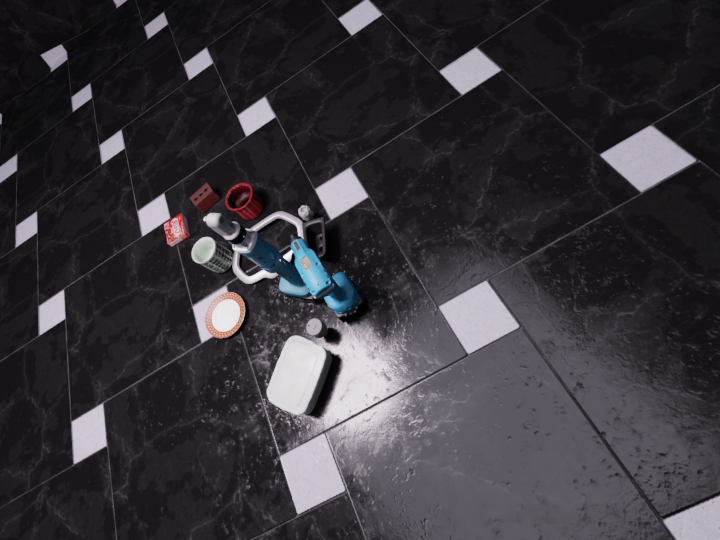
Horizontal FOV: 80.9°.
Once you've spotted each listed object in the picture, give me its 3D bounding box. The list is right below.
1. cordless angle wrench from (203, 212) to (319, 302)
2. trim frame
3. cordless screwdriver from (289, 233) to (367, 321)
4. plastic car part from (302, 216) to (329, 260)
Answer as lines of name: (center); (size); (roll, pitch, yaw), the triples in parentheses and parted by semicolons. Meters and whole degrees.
cordless angle wrench: (-0.202, -0.024, 0.941); (0.102, 0.402, 0.075); (6, 71, 23)
trim frame: (-0.264, -0.066, 1.208); (0.250, 0.026, 0.193); (-33, 59, 7)
cordless screwdriver: (-0.078, 0.018, 0.965); (0.074, 0.236, 0.167); (-35, 60, 4)
plastic car part: (-0.109, -0.072, 1.118); (0.067, 0.067, 0.120); (-16, 63, 15)
